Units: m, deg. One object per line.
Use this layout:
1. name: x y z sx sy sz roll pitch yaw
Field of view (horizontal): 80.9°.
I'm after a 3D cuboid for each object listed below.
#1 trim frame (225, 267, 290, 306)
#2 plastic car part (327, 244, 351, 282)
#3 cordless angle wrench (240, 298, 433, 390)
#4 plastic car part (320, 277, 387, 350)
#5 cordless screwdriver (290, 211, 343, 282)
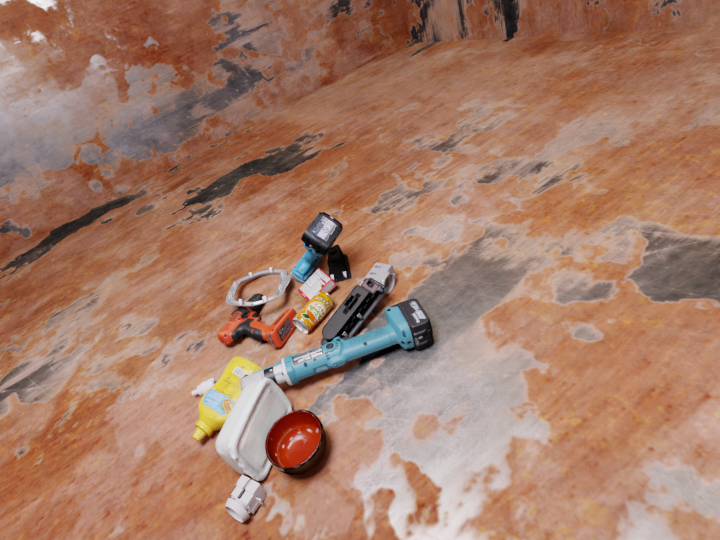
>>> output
1. trim frame: -0.289 0.043 1.210 0.184 0.027 0.254 -10 20 -1
2. plastic car part: -0.069 -0.029 1.198 0.067 0.068 0.120 -16 39 7
3. cordless angle wrench: -0.057 0.178 0.907 0.422 0.071 0.102 -20 35 -1
4. plastic car part: -0.023 0.100 0.987 0.070 0.064 0.203 32 81 30
5. cordless screwdriver: -0.114 -0.074 1.163 0.159 0.075 0.248 -56 1 -30
